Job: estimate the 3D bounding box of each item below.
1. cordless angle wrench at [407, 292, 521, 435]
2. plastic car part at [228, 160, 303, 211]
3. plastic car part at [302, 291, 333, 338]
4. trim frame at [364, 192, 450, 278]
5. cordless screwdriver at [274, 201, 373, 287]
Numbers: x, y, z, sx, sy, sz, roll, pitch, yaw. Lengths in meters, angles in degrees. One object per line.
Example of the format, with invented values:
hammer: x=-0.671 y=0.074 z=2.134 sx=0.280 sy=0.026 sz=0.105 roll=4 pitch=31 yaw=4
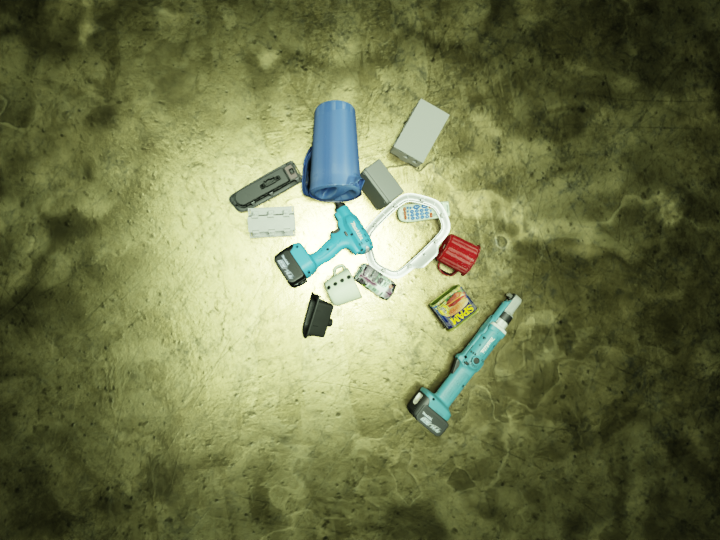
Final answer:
cordless angle wrench: x=0.291 y=0.233 z=1.113 sx=0.098 sy=0.075 sz=0.422 roll=40 pitch=84 yaw=-3
plastic car part: x=-0.252 y=-0.219 z=1.117 sx=0.203 sy=0.068 sz=0.065 roll=-30 pitch=99 yaw=-1
plastic car part: x=-0.106 y=0.123 z=1.108 sx=0.069 sy=0.068 sz=0.116 roll=13 pitch=91 yaw=-19
trim frame: x=0.121 y=-0.091 z=1.123 sx=0.249 sy=0.027 sz=0.183 roll=-43 pitch=93 yaw=4
cordless screwdriver: x=-0.108 y=-0.071 z=1.106 sx=0.247 sy=0.073 sz=0.163 roll=-29 pitch=75 yaw=-6
